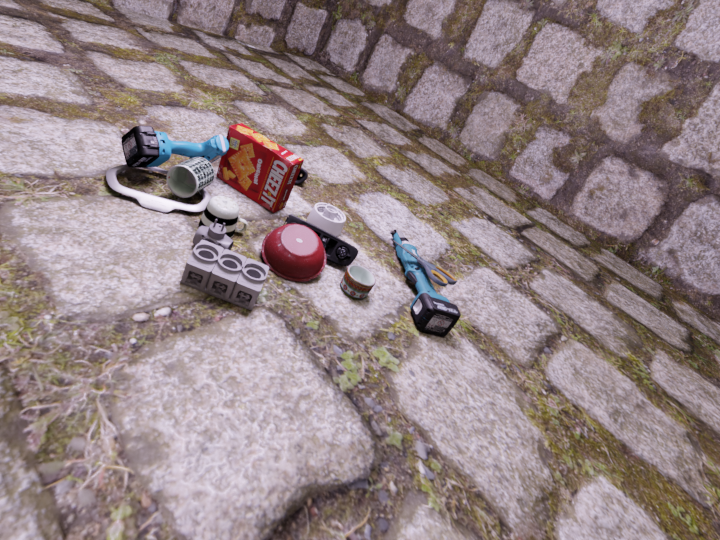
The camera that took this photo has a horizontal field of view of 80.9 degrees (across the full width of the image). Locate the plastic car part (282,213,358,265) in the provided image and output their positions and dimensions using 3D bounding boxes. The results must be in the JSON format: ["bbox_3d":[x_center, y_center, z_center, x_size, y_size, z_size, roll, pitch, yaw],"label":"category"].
[{"bbox_3d":[-0.107,-0.070,1.092,0.203,0.066,0.067,25,-10,1],"label":"plastic car part"}]

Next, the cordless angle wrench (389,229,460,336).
[{"bbox_3d":[0.152,0.002,1.172,0.095,0.074,0.439,16,30,-21],"label":"cordless angle wrench"}]

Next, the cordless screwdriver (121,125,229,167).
[{"bbox_3d":[-0.479,-0.302,1.083,0.239,0.165,0.074,-15,91,-49],"label":"cordless screwdriver"}]

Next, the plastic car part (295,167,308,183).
[{"bbox_3d":[-0.226,-0.331,1.407,0.117,0.066,0.071,32,16,0],"label":"plastic car part"}]

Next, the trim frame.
[{"bbox_3d":[-0.488,-0.203,1.035,0.239,0.027,0.192,15,31,-23],"label":"trim frame"}]
